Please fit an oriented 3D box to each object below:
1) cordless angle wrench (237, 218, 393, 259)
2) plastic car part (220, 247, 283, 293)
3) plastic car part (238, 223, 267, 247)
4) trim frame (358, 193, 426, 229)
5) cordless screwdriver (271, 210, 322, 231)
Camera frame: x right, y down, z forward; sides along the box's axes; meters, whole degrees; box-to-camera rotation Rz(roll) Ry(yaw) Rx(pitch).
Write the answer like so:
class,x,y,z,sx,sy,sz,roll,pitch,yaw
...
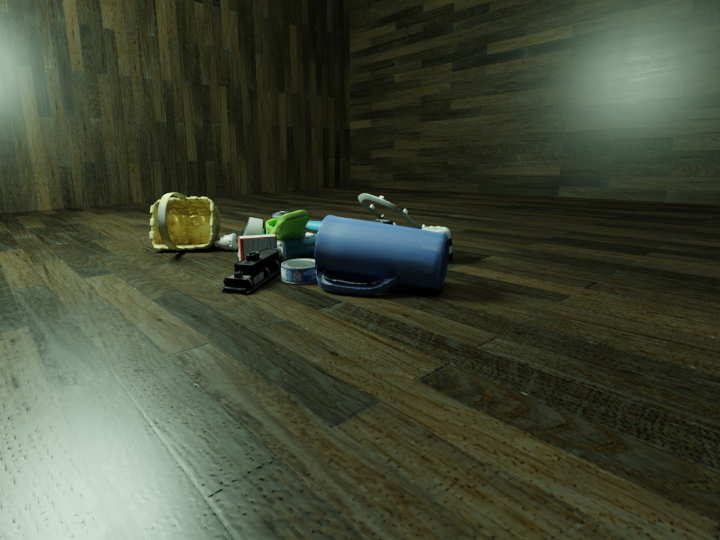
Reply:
class,x,y,z,sx,sy,sz,roll,pitch,yaw
cordless angle wrench,-0.107,-0.070,1.089,0.409,0.073,0.103,-12,14,-26
plastic car part,-0.217,-0.007,0.882,0.068,0.066,0.200,-4,11,15
plastic car part,-0.295,-0.101,1.216,0.113,0.070,0.069,-10,17,-22
trim frame,0.097,-0.141,1.158,0.237,0.027,0.193,34,-9,-27
cordless screwdriver,-0.164,-0.136,1.337,0.255,0.073,0.157,7,16,14
